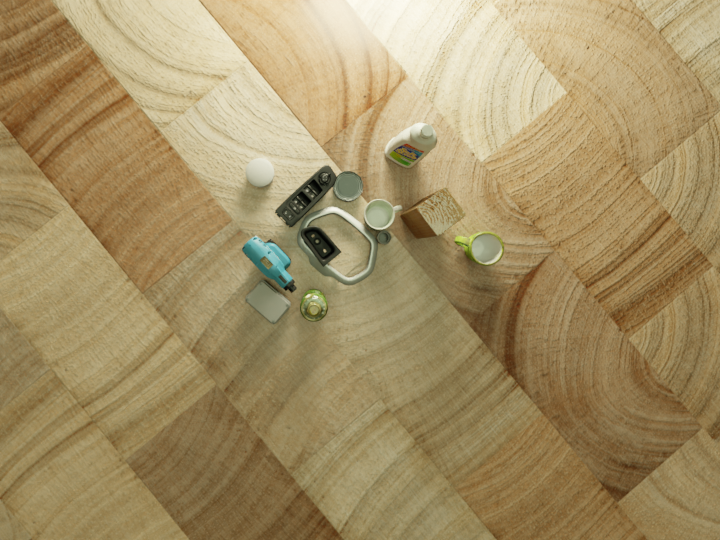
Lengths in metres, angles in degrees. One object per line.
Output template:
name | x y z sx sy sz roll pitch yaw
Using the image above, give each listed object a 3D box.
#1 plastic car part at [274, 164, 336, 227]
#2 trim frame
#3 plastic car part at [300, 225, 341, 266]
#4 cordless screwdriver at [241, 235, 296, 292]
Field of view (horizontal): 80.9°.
plastic car part | -0.148 -0.211 1.195 0.203 0.067 0.066 -45 93 -2
trim frame | -0.065 -0.071 1.212 0.248 0.027 0.184 40 88 0
plastic car part | -0.116 -0.076 1.189 0.066 0.071 0.116 -39 91 -3
cordless screwdriver | -0.222 -0.013 1.097 0.074 0.250 0.159 -44 94 -3
